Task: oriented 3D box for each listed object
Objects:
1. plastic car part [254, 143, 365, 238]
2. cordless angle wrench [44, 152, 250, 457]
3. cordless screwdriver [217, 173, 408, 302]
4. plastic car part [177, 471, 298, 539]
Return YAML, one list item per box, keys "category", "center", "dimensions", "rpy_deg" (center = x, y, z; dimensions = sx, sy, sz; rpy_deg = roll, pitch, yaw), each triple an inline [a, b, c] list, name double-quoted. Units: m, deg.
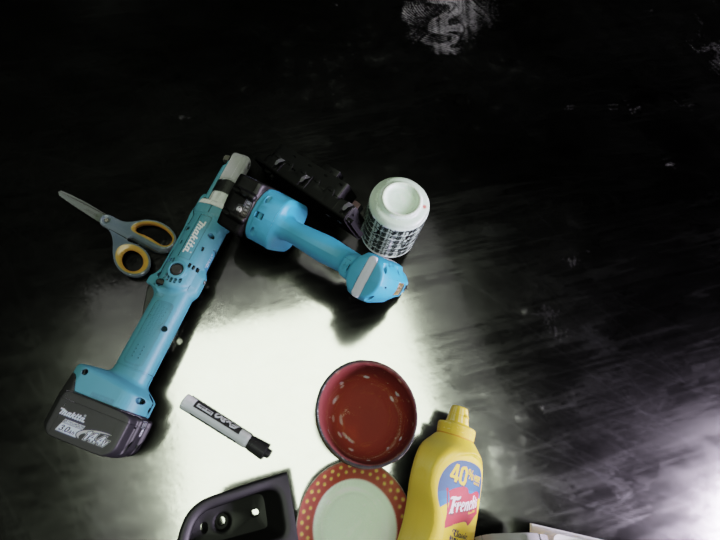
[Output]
- category: "plastic car part"
  center: [-0.070, -0.123, 0.590]
  dimensions: [0.213, 0.063, 0.067]
  rpy_deg: [32, 91, 28]
- category: "cordless angle wrench"
  center: [-0.236, 0.010, 0.553]
  dimensions: [0.099, 0.073, 0.427]
  rpy_deg: [17, 64, 3]
- category: "cordless screwdriver"
  center: [-0.054, -0.035, 0.554]
  dimensions: [0.259, 0.153, 0.074]
  rpy_deg: [29, 96, 22]
- category: "plastic car part"
  center: [-0.132, 0.261, 0.439]
  dimensions: [0.113, 0.071, 0.068]
  rpy_deg: [-5, 66, -23]
